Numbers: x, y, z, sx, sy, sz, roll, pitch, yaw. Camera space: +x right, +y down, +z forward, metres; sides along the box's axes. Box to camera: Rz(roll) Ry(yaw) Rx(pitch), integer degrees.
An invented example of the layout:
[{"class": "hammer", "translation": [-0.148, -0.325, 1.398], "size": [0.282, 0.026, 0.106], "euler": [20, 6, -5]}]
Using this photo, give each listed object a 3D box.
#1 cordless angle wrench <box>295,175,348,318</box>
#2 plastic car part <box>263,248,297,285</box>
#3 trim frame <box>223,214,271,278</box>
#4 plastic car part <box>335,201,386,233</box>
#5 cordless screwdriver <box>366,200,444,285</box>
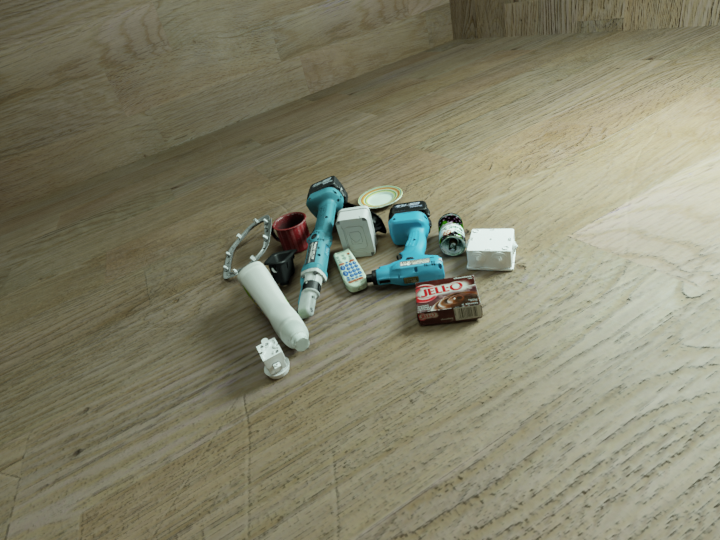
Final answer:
[{"class": "cordless angle wrench", "translation": [-0.099, -0.064, 1.008], "size": [0.101, 0.070, 0.433], "euler": [-19, 42, 24]}, {"class": "plastic car part", "translation": [-0.186, -0.002, 1.000], "size": [0.067, 0.069, 0.117], "euler": [-12, 17, 8]}, {"class": "trim frame", "translation": [-0.302, -0.070, 1.138], "size": [0.186, 0.026, 0.257], "euler": [-36, 30, 13]}, {"class": "plastic car part", "translation": [-0.016, -0.136, 1.115], "size": [0.066, 0.064, 0.215], "euler": [-33, 36, -28]}, {"class": "cordless screwdriver", "translation": [0.093, -0.058, 0.953], "size": [0.162, 0.071, 0.255], "euler": [-10, 38, 12]}]
